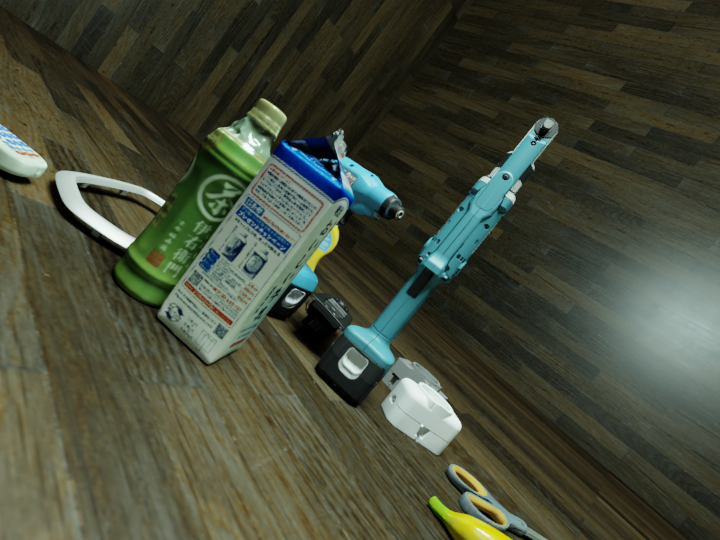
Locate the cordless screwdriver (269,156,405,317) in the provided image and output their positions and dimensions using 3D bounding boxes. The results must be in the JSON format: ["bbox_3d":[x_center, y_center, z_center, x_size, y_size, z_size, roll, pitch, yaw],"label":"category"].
[{"bbox_3d":[-0.059,-0.039,0.606,0.168,0.249,0.070,42,7,37],"label":"cordless screwdriver"}]

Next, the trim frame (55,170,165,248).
[{"bbox_3d":[-0.284,-0.066,0.557,0.187,0.027,0.244,38,5,6],"label":"trim frame"}]

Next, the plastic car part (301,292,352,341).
[{"bbox_3d":[-0.051,0.075,0.668,0.067,0.067,0.200,38,5,5],"label":"plastic car part"}]

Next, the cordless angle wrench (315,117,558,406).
[{"bbox_3d":[0.105,-0.016,0.543,0.077,0.423,0.095,40,6,14],"label":"cordless angle wrench"}]
